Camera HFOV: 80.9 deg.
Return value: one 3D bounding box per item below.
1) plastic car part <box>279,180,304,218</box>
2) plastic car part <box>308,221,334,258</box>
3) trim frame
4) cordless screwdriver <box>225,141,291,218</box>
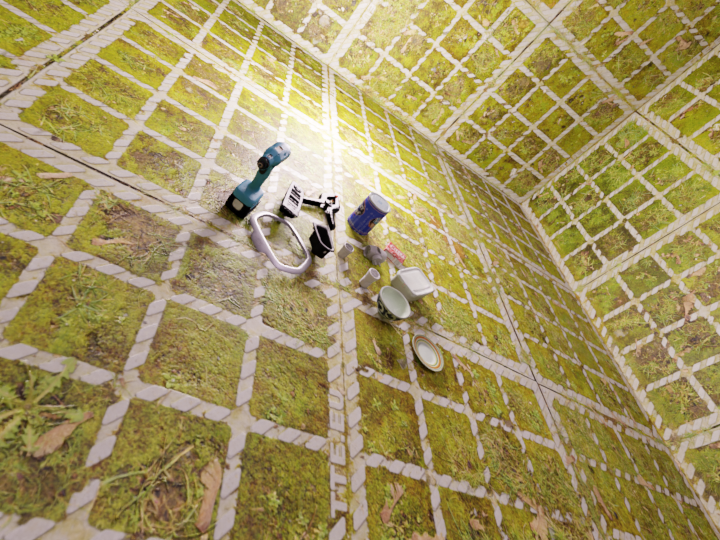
[{"bbox_3d":[-0.232,-0.231,1.418,0.064,0.068,0.207,32,34,-19],"label":"plastic car part"},{"bbox_3d":[-0.132,-0.086,1.353,0.062,0.071,0.121,18,40,-36],"label":"plastic car part"},{"bbox_3d":[-0.243,-0.086,1.274,0.175,0.028,0.258,-3,54,-49],"label":"trim frame"},{"bbox_3d":[-0.298,-0.250,1.196,0.073,0.251,0.159,41,33,-9],"label":"cordless screwdriver"}]
